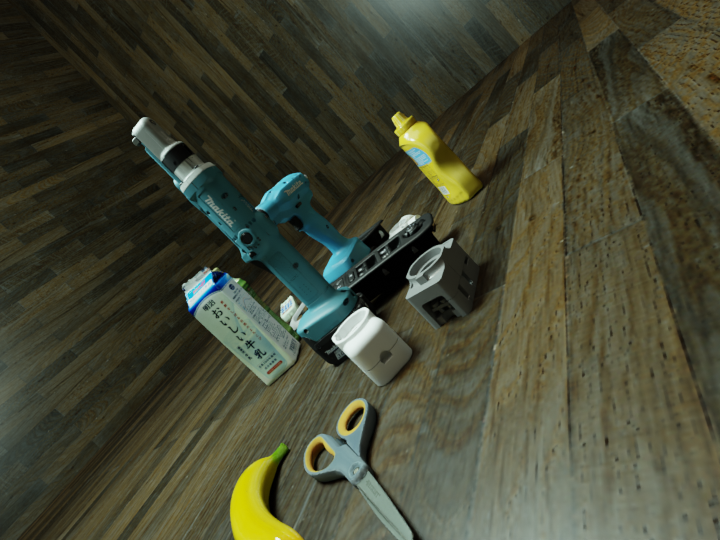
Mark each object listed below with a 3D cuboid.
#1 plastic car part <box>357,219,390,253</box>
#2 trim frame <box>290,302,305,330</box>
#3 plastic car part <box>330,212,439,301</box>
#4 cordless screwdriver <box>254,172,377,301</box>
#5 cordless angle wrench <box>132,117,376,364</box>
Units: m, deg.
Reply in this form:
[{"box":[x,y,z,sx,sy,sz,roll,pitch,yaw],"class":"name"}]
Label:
[{"box":[0.022,-0.041,0.821,0.119,0.070,0.065,-31,16,50],"class":"plastic car part"},{"box":[-0.070,0.043,0.940,0.250,0.027,0.186,-42,12,11],"class":"trim frame"},{"box":[0.043,-0.008,0.655,0.204,0.066,0.067,-42,10,11],"class":"plastic car part"},{"box":[-0.071,-0.047,0.729,0.076,0.246,0.158,-39,10,40],"class":"cordless screwdriver"},{"box":[-0.149,-0.049,0.585,0.099,0.418,0.074,-42,7,18],"class":"cordless angle wrench"}]
